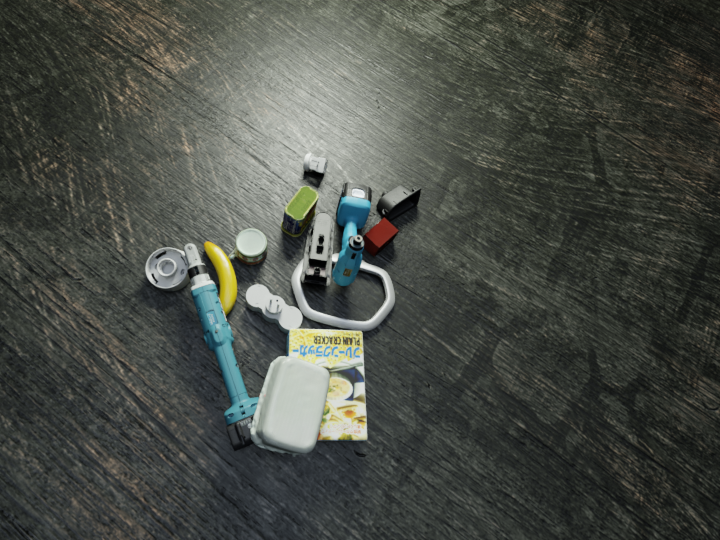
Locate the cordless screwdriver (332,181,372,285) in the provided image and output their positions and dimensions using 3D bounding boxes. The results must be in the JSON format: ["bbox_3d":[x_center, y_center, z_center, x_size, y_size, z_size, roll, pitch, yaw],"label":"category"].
[{"bbox_3d":[-0.017,-0.104,0.975,0.073,0.157,0.255,11,54,-9],"label":"cordless screwdriver"}]

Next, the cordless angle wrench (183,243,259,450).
[{"bbox_3d":[-0.286,0.133,0.855,0.073,0.097,0.434,-20,73,-17],"label":"cordless angle wrench"}]

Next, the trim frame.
[{"bbox_3d":[-0.040,0.044,0.990,0.248,0.027,0.187,11,65,-2],"label":"trim frame"}]

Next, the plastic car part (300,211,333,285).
[{"bbox_3d":[-0.097,-0.064,0.996,0.066,0.065,0.208,3,49,-1],"label":"plastic car part"}]

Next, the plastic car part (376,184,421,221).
[{"bbox_3d":[0.090,-0.184,1.104,0.115,0.064,0.074,-30,60,-18],"label":"plastic car part"}]
